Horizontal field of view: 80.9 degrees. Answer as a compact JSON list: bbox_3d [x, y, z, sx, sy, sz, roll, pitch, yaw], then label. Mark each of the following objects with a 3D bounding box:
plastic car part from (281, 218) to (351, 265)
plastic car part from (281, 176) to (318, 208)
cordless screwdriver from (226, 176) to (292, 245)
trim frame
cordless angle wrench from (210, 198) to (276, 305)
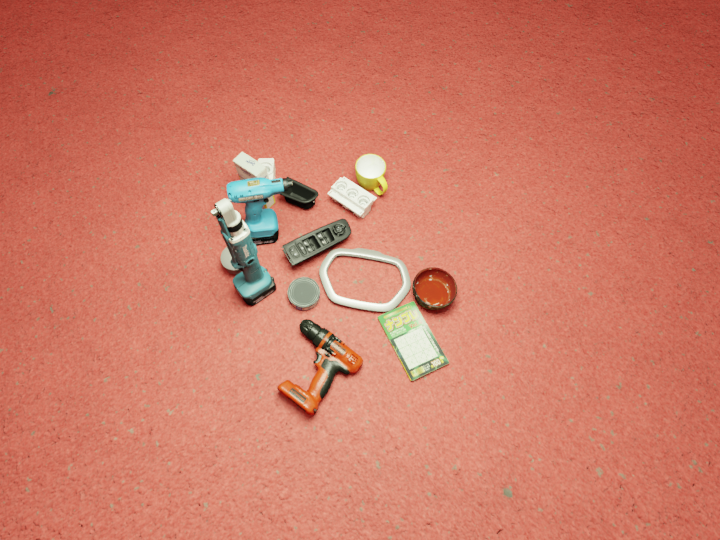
[{"bbox_3d":[-0.115,-0.075,1.173,0.200,0.065,0.069,-30,68,-14],"label":"plastic car part"},{"bbox_3d":[-0.181,-0.215,1.245,0.120,0.069,0.066,27,66,13],"label":"plastic car part"},{"bbox_3d":[-0.252,-0.160,1.120,0.158,0.243,0.077,-9,65,-7],"label":"cordless screwdriver"},{"bbox_3d":[0.011,0.019,1.144,0.251,0.027,0.187,8,63,5],"label":"trim frame"},{"bbox_3d":[-0.266,-0.037,0.961,0.097,0.413,0.077,-35,72,-18],"label":"cordless angle wrench"}]
